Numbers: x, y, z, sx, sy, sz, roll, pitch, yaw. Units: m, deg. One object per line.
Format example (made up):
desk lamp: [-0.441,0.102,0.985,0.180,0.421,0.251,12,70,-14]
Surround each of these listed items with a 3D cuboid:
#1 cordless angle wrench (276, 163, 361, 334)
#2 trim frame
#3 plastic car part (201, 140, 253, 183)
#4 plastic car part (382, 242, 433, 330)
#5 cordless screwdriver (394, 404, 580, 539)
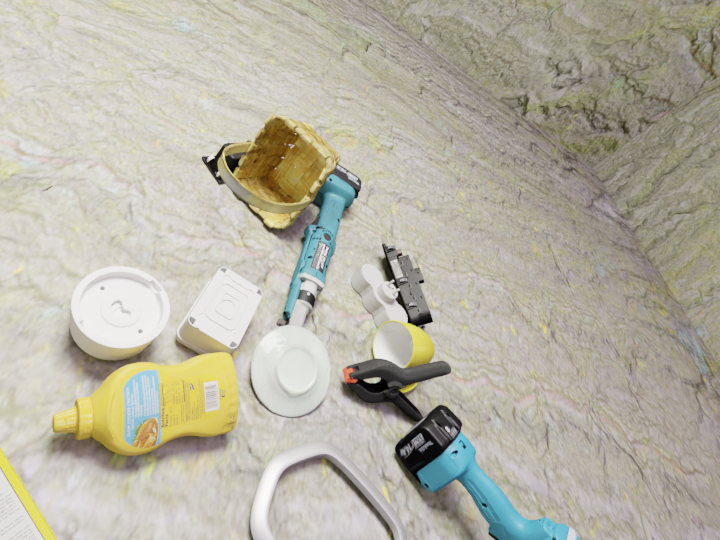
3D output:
cordless angle wrench: [-0.078,-0.051,0.799,0.095,0.075,0.431,29,43,-18]
trim frame: [-0.031,0.333,0.524,0.250,0.028,0.181,47,38,1]
plastic car part: [-0.232,-0.219,0.816,0.113,0.072,0.067,-26,78,-46]
plastic car part: [0.099,0.035,0.862,0.067,0.064,0.210,-13,59,0]
cordless screwdriver: [0.161,0.337,0.616,0.259,0.158,0.071,43,33,23]
